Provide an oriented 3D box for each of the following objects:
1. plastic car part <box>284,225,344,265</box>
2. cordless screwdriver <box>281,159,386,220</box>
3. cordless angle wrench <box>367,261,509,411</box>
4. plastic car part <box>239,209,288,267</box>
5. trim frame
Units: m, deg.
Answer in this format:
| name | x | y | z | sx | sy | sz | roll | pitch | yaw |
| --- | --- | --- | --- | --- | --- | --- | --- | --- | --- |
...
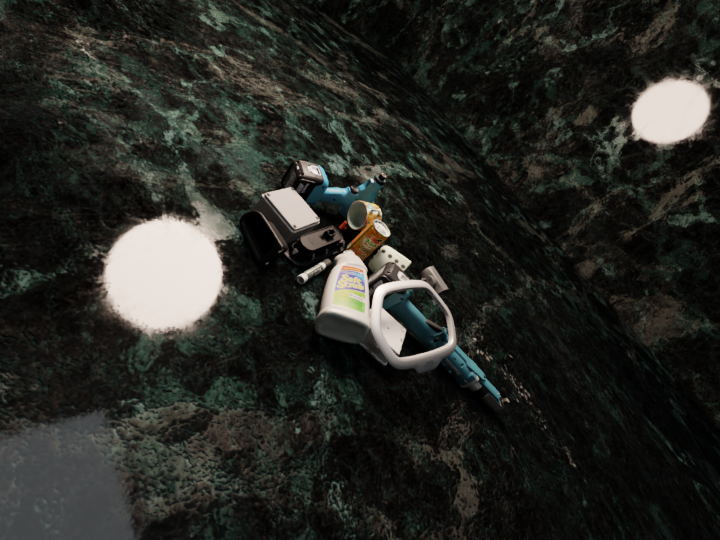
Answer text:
| name | x | y | z | sx | sy | sz | roll | pitch | yaw |
| --- | --- | --- | --- | --- | --- | --- | --- | --- | --- |
| plastic car part | -0.092 | -0.060 | 0.937 | 0.067 | 0.068 | 0.197 | 56 | 36 | 3 |
| cordless screwdriver | -0.061 | -0.208 | 1.048 | 0.236 | 0.161 | 0.077 | 12 | 46 | -38 |
| cordless angle wrench | 0.176 | 0.164 | 0.951 | 0.420 | 0.099 | 0.074 | 46 | 32 | -3 |
| plastic car part | -0.186 | -0.067 | 0.847 | 0.067 | 0.066 | 0.121 | 21 | 33 | -58 |
| trim frame | 0.109 | 0.109 | 0.850 | 0.237 | 0.028 | 0.189 | -4 | 68 | -43 |
